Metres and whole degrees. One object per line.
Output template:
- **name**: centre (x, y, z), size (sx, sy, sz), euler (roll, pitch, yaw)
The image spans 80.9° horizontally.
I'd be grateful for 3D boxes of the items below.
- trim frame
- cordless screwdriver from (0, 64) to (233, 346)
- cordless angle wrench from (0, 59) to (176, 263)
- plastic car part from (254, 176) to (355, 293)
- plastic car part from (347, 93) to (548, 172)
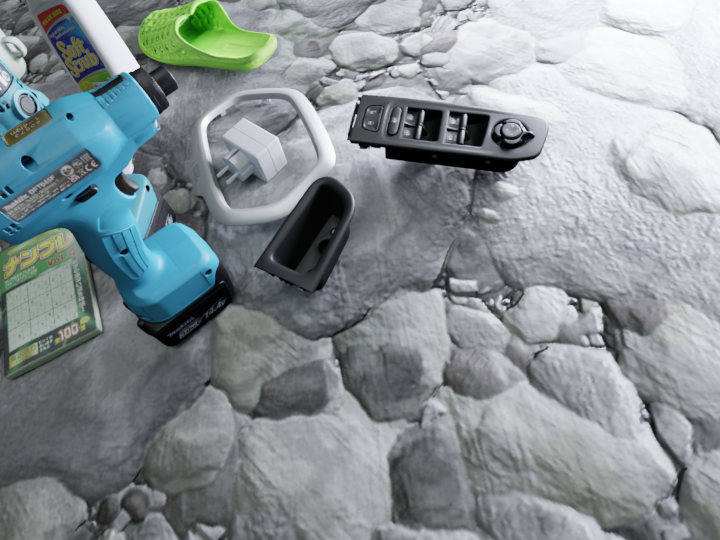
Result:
- **trim frame**: centre (-0.135, -0.155, 0.542), size (0.184, 0.026, 0.260), euler (-24, 59, -2)
- **cordless screwdriver**: centre (-0.179, -0.039, 0.360), size (0.158, 0.239, 0.078), euler (-42, 65, -15)
- **cordless angle wrench**: centre (-0.285, -0.129, 0.336), size (0.075, 0.406, 0.100), euler (-1, 62, 7)
- **plastic car part**: centre (-0.042, -0.027, 0.425), size (0.069, 0.068, 0.117), euler (22, 67, 20)
- **plastic car part**: centre (0.092, -0.143, 0.466), size (0.209, 0.064, 0.067), euler (9, 63, 16)
